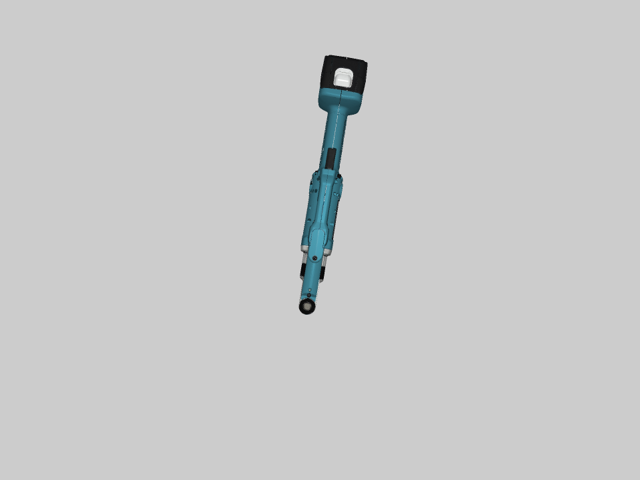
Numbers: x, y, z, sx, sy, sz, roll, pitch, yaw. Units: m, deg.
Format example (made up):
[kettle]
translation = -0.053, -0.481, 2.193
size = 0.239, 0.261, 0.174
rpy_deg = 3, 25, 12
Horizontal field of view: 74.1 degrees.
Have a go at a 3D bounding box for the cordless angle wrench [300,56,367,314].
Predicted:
[cordless angle wrench]
translation = 0.009, -0.088, 0.707
size = 0.074, 0.422, 0.098
rpy_deg = 9, -6, 0
